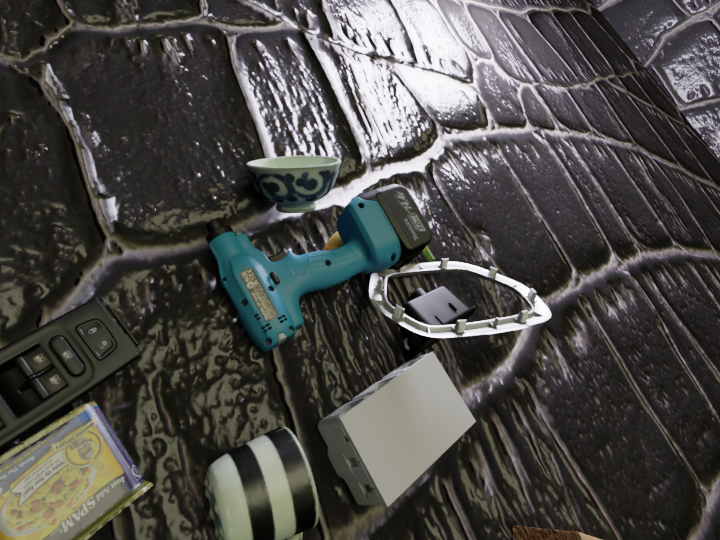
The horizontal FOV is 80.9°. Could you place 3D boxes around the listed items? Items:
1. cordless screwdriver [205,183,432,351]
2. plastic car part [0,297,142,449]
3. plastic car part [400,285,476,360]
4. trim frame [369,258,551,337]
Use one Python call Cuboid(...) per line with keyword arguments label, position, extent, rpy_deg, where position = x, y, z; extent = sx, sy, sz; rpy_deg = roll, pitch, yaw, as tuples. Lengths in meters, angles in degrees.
Cuboid(label="cordless screwdriver", position=(-0.050, -0.032, 0.506), extent=(0.244, 0.074, 0.163), rpy_deg=(-29, 78, -22))
Cuboid(label="plastic car part", position=(-0.279, 0.102, 0.321), extent=(0.066, 0.068, 0.199), rpy_deg=(54, 47, -3))
Cuboid(label="plastic car part", position=(0.093, 0.058, 0.570), extent=(0.113, 0.065, 0.074), rpy_deg=(-24, 63, -41))
Cuboid(label="trim frame", position=(0.127, 0.031, 0.552), extent=(0.240, 0.027, 0.194), rpy_deg=(-3, 29, -24))
